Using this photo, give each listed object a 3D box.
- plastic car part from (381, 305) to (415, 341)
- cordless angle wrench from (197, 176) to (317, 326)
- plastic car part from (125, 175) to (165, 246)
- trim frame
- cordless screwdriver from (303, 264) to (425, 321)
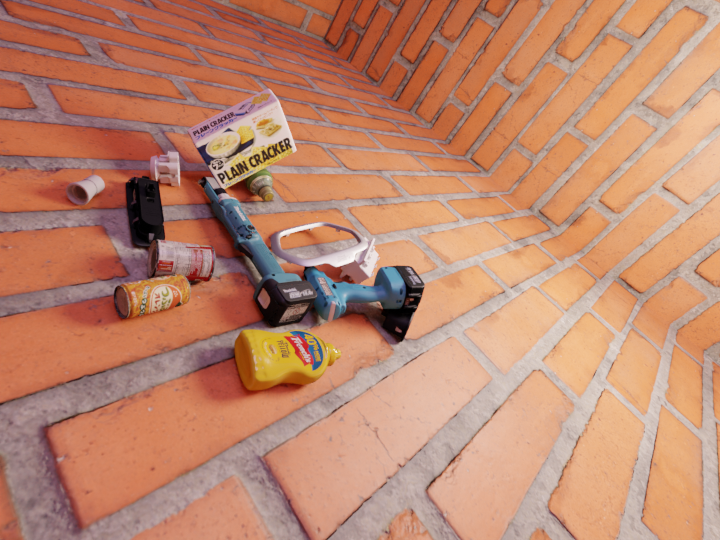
[{"bbox_3d":[0.085,0.102,0.963,0.073,0.065,0.115,24,33,13],"label":"plastic car part"},{"bbox_3d":[-0.243,-0.069,0.897,0.093,0.074,0.444,-4,44,-45],"label":"cordless angle wrench"},{"bbox_3d":[-0.417,-0.126,0.832,0.063,0.067,0.213,15,38,-41],"label":"plastic car part"},{"bbox_3d":[-0.097,-0.064,0.995,0.239,0.027,0.195,-18,39,-40],"label":"trim frame"},{"bbox_3d":[0.002,0.032,0.927,0.241,0.073,0.167,-4,35,-22],"label":"cordless screwdriver"}]
